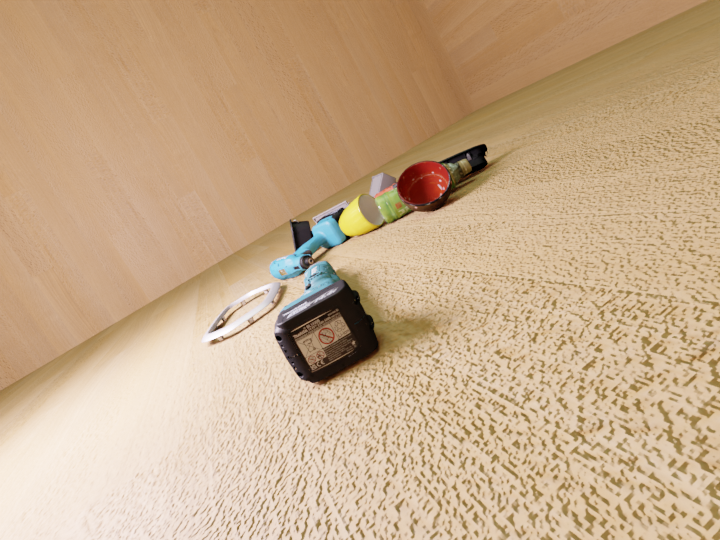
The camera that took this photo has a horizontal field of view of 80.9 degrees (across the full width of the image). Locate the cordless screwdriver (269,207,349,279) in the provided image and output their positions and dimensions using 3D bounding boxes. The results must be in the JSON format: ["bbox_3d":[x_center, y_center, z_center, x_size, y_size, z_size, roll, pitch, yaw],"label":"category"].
[{"bbox_3d":[-0.103,-0.067,1.055,0.165,0.072,0.245,-13,26,51],"label":"cordless screwdriver"}]

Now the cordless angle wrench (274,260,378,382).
[{"bbox_3d":[-0.057,0.031,0.627,0.098,0.073,0.429,-29,12,-1],"label":"cordless angle wrench"}]

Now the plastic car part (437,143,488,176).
[{"bbox_3d":[0.215,-0.239,1.013,0.205,0.069,0.063,-27,-25,10],"label":"plastic car part"}]

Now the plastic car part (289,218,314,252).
[{"bbox_3d":[-0.158,-0.090,1.186,0.070,0.115,0.067,-6,8,-7],"label":"plastic car part"}]

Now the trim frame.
[{"bbox_3d":[-0.253,0.087,0.906,0.185,0.027,0.253,-28,16,4],"label":"trim frame"}]
